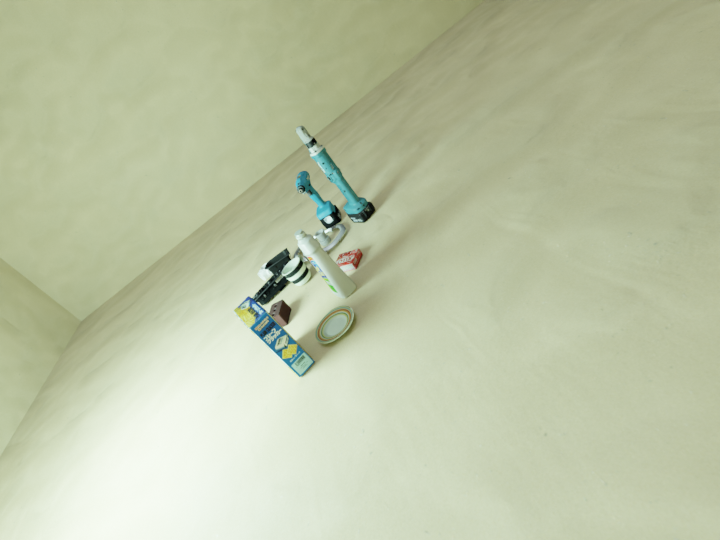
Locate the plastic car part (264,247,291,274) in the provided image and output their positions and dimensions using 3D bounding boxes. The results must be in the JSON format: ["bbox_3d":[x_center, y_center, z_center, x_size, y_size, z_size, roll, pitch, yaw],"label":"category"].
[{"bbox_3d":[-0.316,-0.024,1.680,0.116,0.068,0.069,-38,27,1],"label":"plastic car part"}]

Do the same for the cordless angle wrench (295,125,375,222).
[{"bbox_3d":[-0.098,-0.351,1.541,0.074,0.406,0.103,-48,27,-21],"label":"cordless angle wrench"}]

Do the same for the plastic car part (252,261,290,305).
[{"bbox_3d":[-0.325,0.056,1.581,0.202,0.064,0.069,-43,27,-7],"label":"plastic car part"}]

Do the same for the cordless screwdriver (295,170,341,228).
[{"bbox_3d":[-0.175,-0.275,1.694,0.075,0.238,0.163,-30,27,17],"label":"cordless screwdriver"}]

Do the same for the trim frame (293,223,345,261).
[{"bbox_3d":[-0.163,-0.106,1.662,0.253,0.026,0.189,-27,31,21],"label":"trim frame"}]
